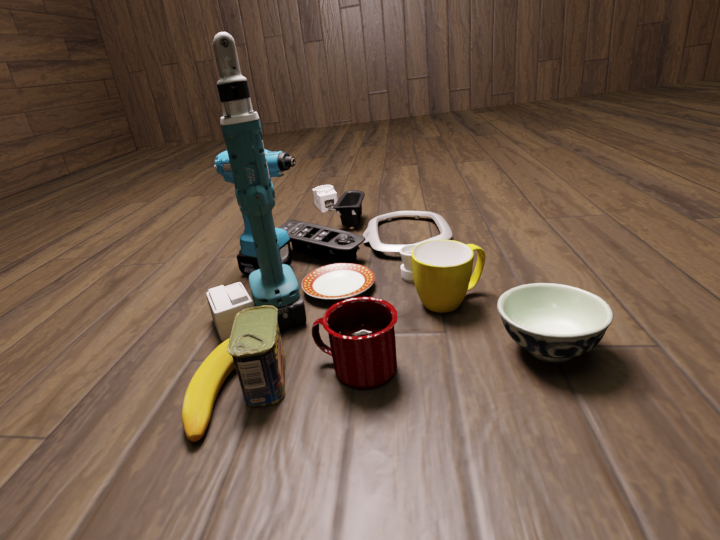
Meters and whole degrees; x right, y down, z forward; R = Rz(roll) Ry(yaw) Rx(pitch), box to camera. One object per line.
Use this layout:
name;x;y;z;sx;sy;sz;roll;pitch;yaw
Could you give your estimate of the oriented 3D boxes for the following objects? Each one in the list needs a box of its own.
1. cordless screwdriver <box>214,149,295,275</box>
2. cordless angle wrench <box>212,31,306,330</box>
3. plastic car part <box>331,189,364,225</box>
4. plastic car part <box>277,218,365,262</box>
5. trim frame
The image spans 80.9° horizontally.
cordless screwdriver;-0.180;-0.108;0.805;0.166;0.242;0.073;5;26;25
cordless angle wrench;-0.152;-0.109;0.608;0.073;0.411;0.102;-13;24;-14
plastic car part;-0.020;-0.146;1.027;0.068;0.069;0.117;-1;26;15
plastic car part;-0.085;-0.056;0.871;0.213;0.065;0.065;10;30;34
trim frame;0.096;-0.087;0.921;0.186;0.027;0.254;-7;26;3
